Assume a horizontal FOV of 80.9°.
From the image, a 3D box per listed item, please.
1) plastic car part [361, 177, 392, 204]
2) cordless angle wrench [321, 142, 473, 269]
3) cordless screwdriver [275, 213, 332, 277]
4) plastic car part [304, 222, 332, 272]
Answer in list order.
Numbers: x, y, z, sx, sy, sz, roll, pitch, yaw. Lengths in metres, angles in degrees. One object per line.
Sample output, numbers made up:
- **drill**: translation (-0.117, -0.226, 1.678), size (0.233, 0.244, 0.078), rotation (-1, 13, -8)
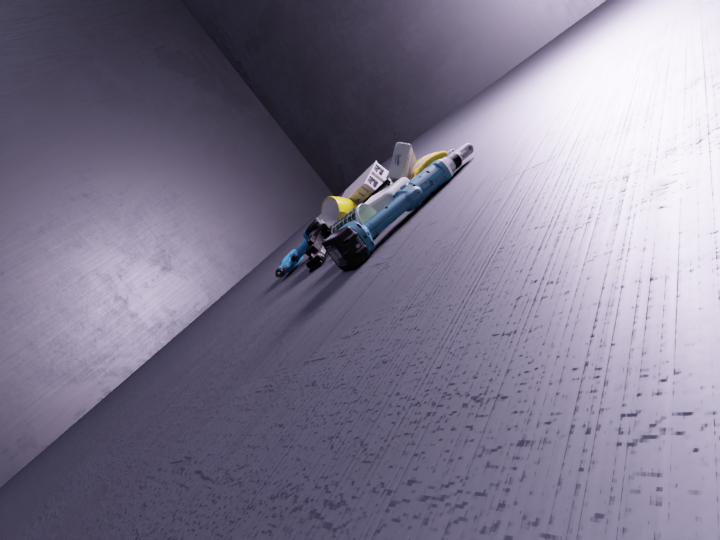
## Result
- **plastic car part**: translation (0.063, -0.194, 1.192), size (0.116, 0.063, 0.074), rotation (-42, 24, 0)
- **cordless angle wrench**: translation (0.103, -0.157, 0.906), size (0.418, 0.073, 0.100), rotation (-40, 10, -19)
- **cordless screwdriver**: translation (-0.189, -0.076, 1.408), size (0.252, 0.074, 0.158), rotation (-42, 8, 34)
- **plastic car part**: translation (-0.119, -0.078, 1.218), size (0.067, 0.066, 0.204), rotation (-46, 12, 32)
